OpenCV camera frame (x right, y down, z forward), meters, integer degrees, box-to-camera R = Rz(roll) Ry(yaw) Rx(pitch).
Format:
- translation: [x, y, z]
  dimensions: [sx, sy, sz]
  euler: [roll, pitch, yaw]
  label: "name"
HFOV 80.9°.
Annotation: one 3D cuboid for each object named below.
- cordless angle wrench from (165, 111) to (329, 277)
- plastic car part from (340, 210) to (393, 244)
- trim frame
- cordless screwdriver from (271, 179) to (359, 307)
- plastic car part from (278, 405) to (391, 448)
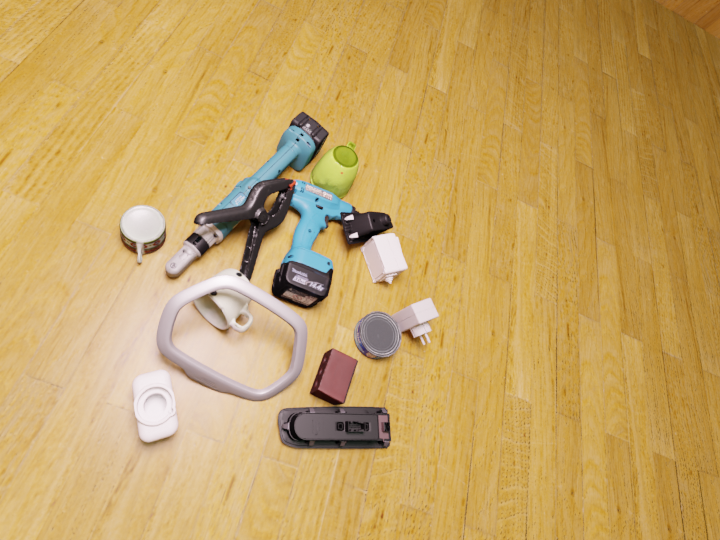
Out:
- translation: [-0.214, -0.146, 0.808]
  dimensions: [0.074, 0.099, 0.421]
  euler: [39, 63, -5]
  label: "cordless angle wrench"
- translation: [0.023, -0.094, 0.849]
  dimensions: [0.111, 0.073, 0.066]
  euler: [-10, 85, -52]
  label: "plastic car part"
- translation: [-0.196, 0.112, 0.668]
  dimensions: [0.238, 0.029, 0.184]
  euler: [35, 92, -23]
  label: "trim frame"
- translation: [-0.080, -0.053, 0.821]
  dimensions: [0.153, 0.075, 0.254]
  euler: [18, 57, -21]
  label: "cordless screwdriver"
- translation: [-0.035, 0.261, 0.699]
  dimensions: [0.198, 0.067, 0.067]
  euler: [6, 73, -15]
  label: "plastic car part"
